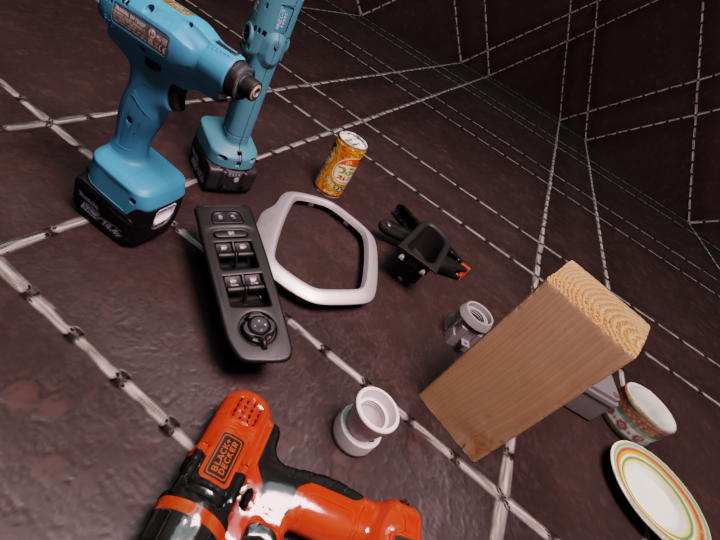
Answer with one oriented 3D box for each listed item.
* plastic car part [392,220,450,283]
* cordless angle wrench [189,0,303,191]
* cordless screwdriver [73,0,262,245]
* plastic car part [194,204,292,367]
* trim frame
[{"bbox_3d":[0.088,-0.021,0.646,0.067,0.071,0.115,37,36,6],"label":"plastic car part"},{"bbox_3d":[-0.117,-0.283,0.517,0.071,0.422,0.103,-2,49,-41],"label":"cordless angle wrench"},{"bbox_3d":[-0.198,-0.129,0.422,0.161,0.248,0.073,37,35,5],"label":"cordless screwdriver"},{"bbox_3d":[-0.131,0.017,0.447,0.063,0.067,0.213,2,44,-36],"label":"plastic car part"},{"bbox_3d":[-0.059,-0.038,0.601,0.180,0.027,0.254,22,36,-12],"label":"trim frame"}]
